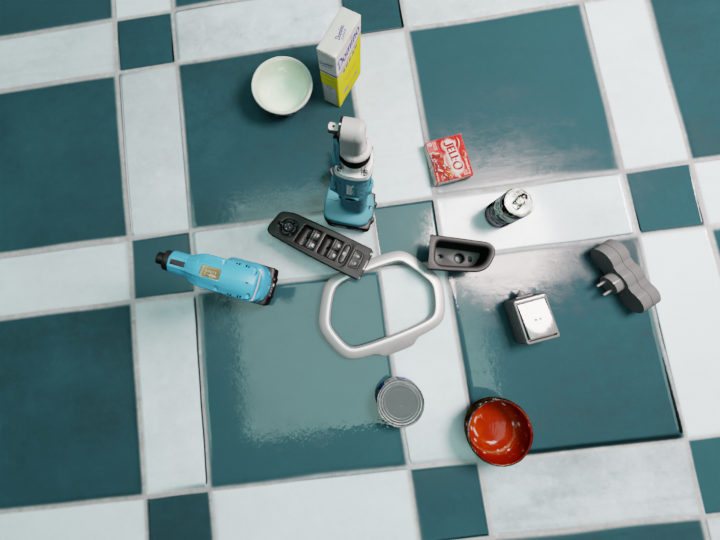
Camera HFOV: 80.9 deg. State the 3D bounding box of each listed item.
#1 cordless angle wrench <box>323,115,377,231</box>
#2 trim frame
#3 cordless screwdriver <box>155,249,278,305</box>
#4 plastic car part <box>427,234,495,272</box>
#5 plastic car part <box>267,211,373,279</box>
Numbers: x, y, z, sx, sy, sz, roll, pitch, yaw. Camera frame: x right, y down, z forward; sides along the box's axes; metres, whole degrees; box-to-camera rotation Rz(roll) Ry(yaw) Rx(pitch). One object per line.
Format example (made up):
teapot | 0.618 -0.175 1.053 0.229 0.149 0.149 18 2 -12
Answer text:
cordless angle wrench | -0.013 -0.133 0.644 0.098 0.419 0.074 11 85 -1
trim frame | 0.039 0.068 0.811 0.248 0.027 0.187 -23 82 0
cordless screwdriver | -0.231 0.008 0.725 0.160 0.246 0.074 15 85 1
plastic car part | 0.182 -0.026 0.793 0.117 0.070 0.066 6 84 3
plastic car part | -0.080 -0.052 0.815 0.206 0.066 0.066 27 85 6
